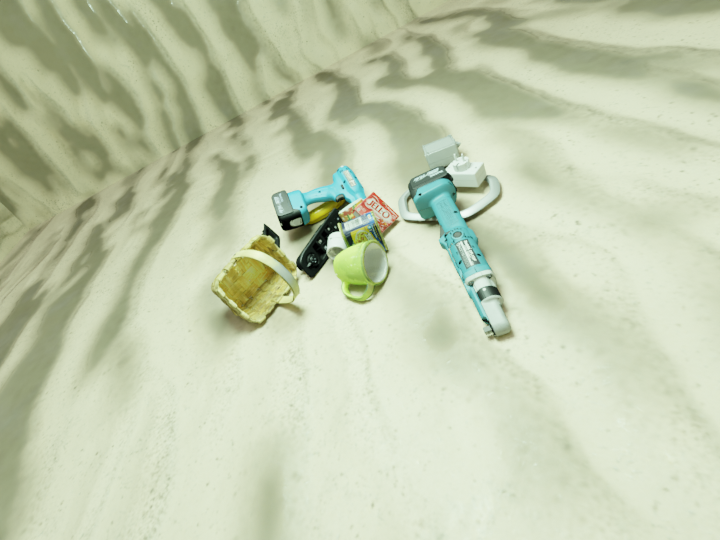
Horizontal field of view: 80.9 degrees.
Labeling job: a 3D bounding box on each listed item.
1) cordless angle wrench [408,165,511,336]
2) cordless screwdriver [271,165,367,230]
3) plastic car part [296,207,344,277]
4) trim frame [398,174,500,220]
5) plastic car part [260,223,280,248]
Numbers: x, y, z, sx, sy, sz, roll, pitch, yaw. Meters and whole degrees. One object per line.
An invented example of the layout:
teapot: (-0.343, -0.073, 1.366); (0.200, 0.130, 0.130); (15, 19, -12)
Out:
cordless angle wrench: (0.191, -0.052, 0.813); (0.099, 0.070, 0.440); (-25, 42, 12)
cordless screwdriver: (-0.107, -0.180, 1.147); (0.247, 0.071, 0.166); (-24, 60, -7)
plastic car part: (-0.103, -0.068, 1.058); (0.070, 0.063, 0.203); (-12, 38, 40)
trim frame: (0.203, -0.176, 1.005); (0.261, 0.026, 0.184); (2, 47, 39)
plastic car part: (-0.267, -0.063, 1.177); (0.072, 0.063, 0.121); (-35, 35, 19)
